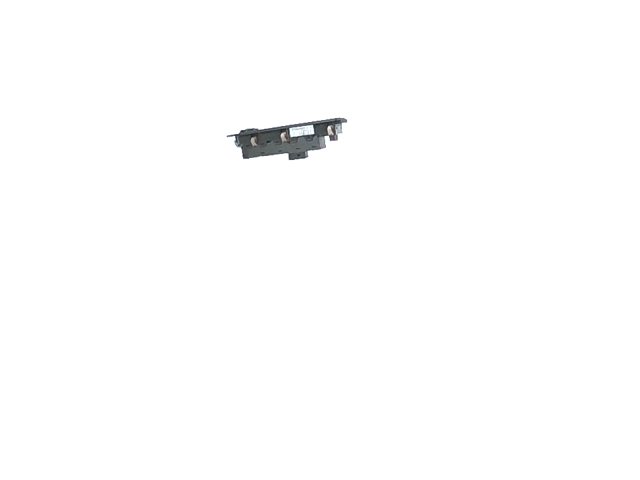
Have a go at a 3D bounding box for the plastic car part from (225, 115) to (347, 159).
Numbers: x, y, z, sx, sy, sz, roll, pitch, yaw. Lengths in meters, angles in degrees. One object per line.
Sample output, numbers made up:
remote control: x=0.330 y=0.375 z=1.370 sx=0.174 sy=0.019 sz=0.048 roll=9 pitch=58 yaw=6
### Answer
plastic car part: x=-0.057 y=-0.170 z=0.710 sx=0.204 sy=0.067 sz=0.066 roll=0 pitch=25 yaw=16
